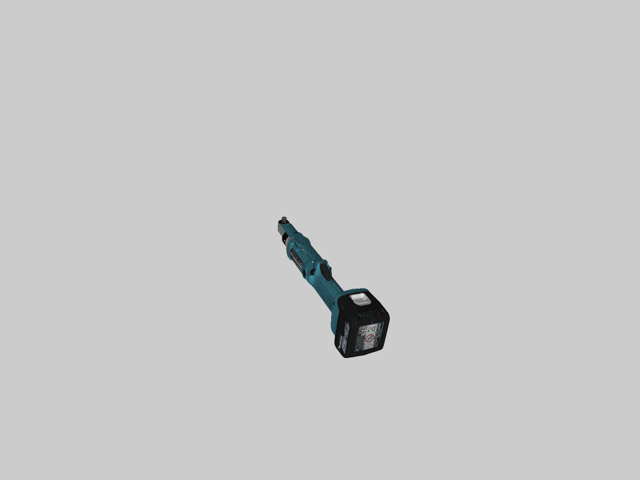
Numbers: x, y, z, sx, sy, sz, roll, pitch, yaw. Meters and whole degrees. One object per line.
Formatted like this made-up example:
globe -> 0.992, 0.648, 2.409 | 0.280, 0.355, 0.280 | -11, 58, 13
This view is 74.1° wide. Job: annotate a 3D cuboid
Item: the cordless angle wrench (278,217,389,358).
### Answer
cordless angle wrench -> -0.008, 0.063, 0.856 | 0.074, 0.098, 0.422 | -6, 30, -24
